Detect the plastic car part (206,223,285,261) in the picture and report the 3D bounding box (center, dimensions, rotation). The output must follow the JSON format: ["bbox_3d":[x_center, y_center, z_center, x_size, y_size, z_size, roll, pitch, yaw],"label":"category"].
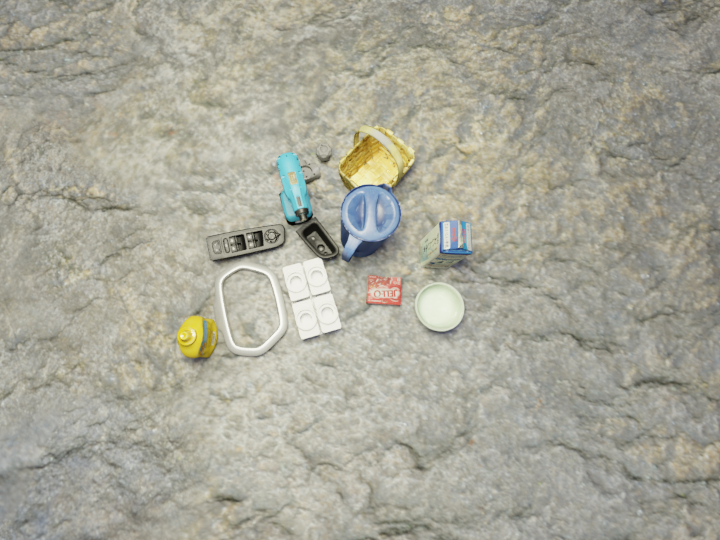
[{"bbox_3d":[-0.295,-0.072,1.111,0.202,0.066,0.067,-13,79,-4],"label":"plastic car part"}]

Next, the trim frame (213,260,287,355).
[{"bbox_3d":[-0.288,0.095,1.090,0.183,0.027,0.253,-16,77,-4],"label":"trim frame"}]

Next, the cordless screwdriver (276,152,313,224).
[{"bbox_3d":[-0.157,-0.168,1.043,0.074,0.246,0.162,-15,80,-8],"label":"cordless screwdriver"}]

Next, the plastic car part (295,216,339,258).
[{"bbox_3d":[-0.108,-0.071,1.109,0.065,0.070,0.119,-38,81,-10],"label":"plastic car part"}]
